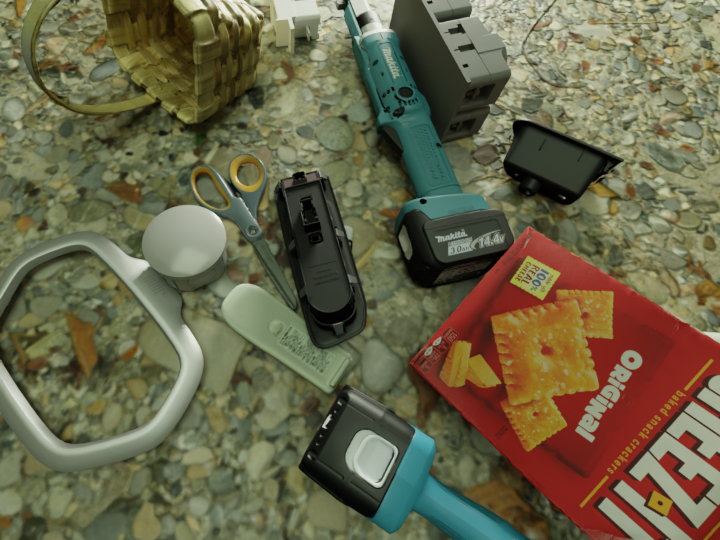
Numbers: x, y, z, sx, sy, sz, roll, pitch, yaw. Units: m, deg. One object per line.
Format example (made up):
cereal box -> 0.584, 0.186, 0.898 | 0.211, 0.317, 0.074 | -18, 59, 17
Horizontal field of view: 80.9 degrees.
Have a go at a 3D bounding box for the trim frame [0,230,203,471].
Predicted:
trim frame -> -0.266, 0.068, 0.413 | 0.256, 0.027, 0.183 | 41, 74, 16

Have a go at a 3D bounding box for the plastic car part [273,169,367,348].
plastic car part -> -0.041, -0.027, 0.422 | 0.065, 0.065, 0.210 | -12, 63, -9

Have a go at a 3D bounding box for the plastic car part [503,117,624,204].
plastic car part -> 0.214, -0.116, 0.485 | 0.119, 0.064, 0.071 | 28, 84, 12

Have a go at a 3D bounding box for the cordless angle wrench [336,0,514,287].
cordless angle wrench -> 0.047, -0.191, 0.505 | 0.097, 0.073, 0.436 | -13, 66, -8

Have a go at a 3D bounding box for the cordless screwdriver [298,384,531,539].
cordless screwdriver -> 0.077, 0.181, 0.303 | 0.255, 0.156, 0.074 | 30, 70, 11
